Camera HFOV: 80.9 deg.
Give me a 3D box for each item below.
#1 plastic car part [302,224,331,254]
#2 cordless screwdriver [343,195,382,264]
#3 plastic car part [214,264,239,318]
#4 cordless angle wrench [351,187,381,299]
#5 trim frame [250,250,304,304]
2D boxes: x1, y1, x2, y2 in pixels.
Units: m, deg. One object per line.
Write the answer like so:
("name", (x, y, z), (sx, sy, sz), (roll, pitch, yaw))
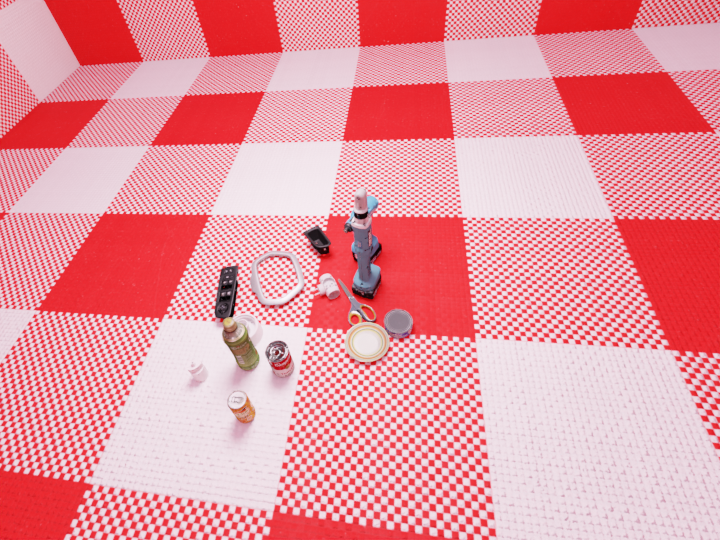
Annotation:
("plastic car part", (-0.148, -0.097, 1.514), (0.065, 0.068, 0.123), (-27, 52, -16))
("cordless screwdriver", (0.003, -0.110, 1.388), (0.078, 0.239, 0.158), (26, 57, 24))
("plastic car part", (-0.444, 0.081, 1.415), (0.067, 0.064, 0.210), (-6, 49, 2))
("cordless angle wrench", (0.010, -0.072, 1.244), (0.077, 0.407, 0.098), (17, 53, 18))
("trim frame", (-0.294, 0.021, 1.466), (0.183, 0.026, 0.261), (-19, 50, -7))
